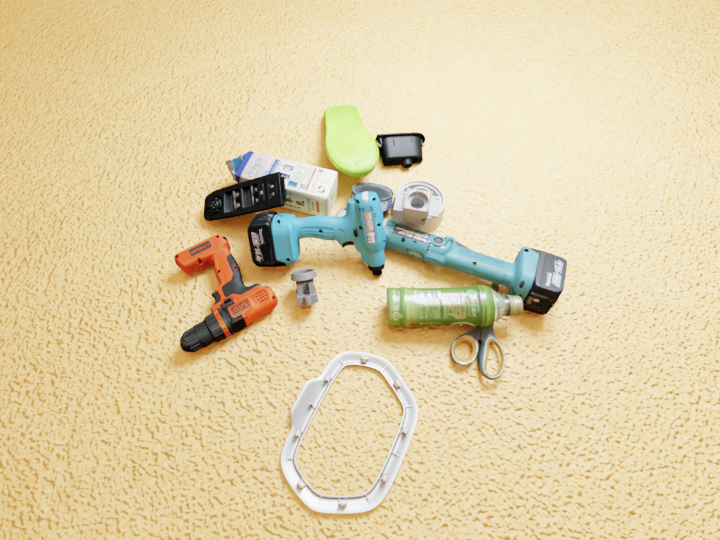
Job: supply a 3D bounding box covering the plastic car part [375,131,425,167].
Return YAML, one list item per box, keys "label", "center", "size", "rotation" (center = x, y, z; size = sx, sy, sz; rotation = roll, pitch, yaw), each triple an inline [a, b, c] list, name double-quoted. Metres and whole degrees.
- label: "plastic car part"
  center: [0.092, -0.262, 0.937]
  size: [0.116, 0.065, 0.072]
  rotation: [-2, 76, -3]

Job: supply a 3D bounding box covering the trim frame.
- label: "trim frame"
  center: [-0.018, 0.245, 0.663]
  size: [0.190, 0.027, 0.248]
  rotation: [24, 66, 16]

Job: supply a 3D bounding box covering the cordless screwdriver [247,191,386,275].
- label: "cordless screwdriver"
  center: [-0.077, -0.051, 0.792]
  size: [0.252, 0.155, 0.075]
  rotation: [-8, 22, 8]

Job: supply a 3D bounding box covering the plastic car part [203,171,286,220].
- label: "plastic car part"
  center: [-0.227, -0.142, 0.843]
  size: [0.209, 0.065, 0.066]
  rotation: [-8, 92, 23]

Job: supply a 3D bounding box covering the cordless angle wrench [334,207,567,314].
- label: "cordless angle wrench"
  center: [0.144, -0.040, 0.794]
  size: [0.437, 0.072, 0.098]
  rotation: [19, 54, 18]
